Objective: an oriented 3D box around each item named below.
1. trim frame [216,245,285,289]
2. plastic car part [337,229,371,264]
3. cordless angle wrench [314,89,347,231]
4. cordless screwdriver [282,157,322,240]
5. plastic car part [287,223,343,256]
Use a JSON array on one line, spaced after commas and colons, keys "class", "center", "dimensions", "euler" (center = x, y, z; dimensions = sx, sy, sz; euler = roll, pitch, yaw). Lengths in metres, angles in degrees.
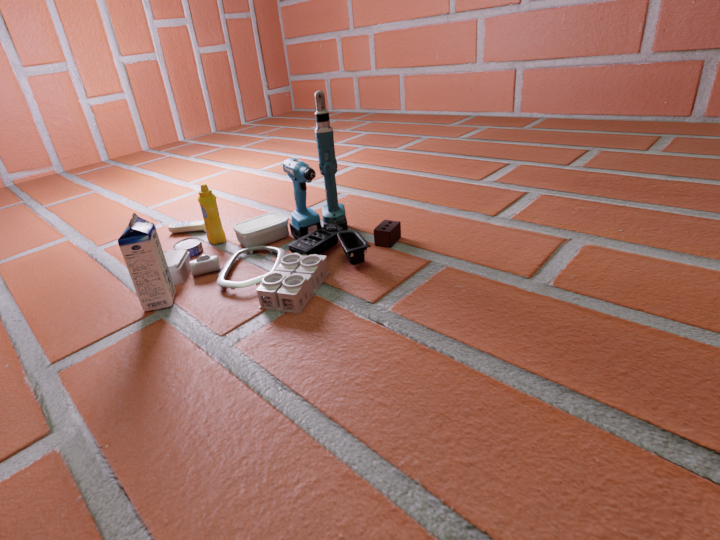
[{"class": "trim frame", "center": [-0.302, -0.013, 1.167], "dimensions": [0.186, 0.027, 0.254], "euler": [-6, 29, 4]}, {"class": "plastic car part", "center": [-0.021, -0.056, 1.129], "dimensions": [0.065, 0.069, 0.122], "euler": [-13, 29, -13]}, {"class": "cordless angle wrench", "center": [-0.096, -0.310, 1.251], "dimensions": [0.074, 0.410, 0.101], "euler": [-7, 26, -2]}, {"class": "cordless screwdriver", "center": [-0.163, -0.200, 1.246], "dimensions": [0.072, 0.241, 0.168], "euler": [-19, 30, -25]}, {"class": "plastic car part", "center": [-0.117, -0.076, 1.194], "dimensions": [0.070, 0.065, 0.199], "euler": [12, 34, 31]}]
